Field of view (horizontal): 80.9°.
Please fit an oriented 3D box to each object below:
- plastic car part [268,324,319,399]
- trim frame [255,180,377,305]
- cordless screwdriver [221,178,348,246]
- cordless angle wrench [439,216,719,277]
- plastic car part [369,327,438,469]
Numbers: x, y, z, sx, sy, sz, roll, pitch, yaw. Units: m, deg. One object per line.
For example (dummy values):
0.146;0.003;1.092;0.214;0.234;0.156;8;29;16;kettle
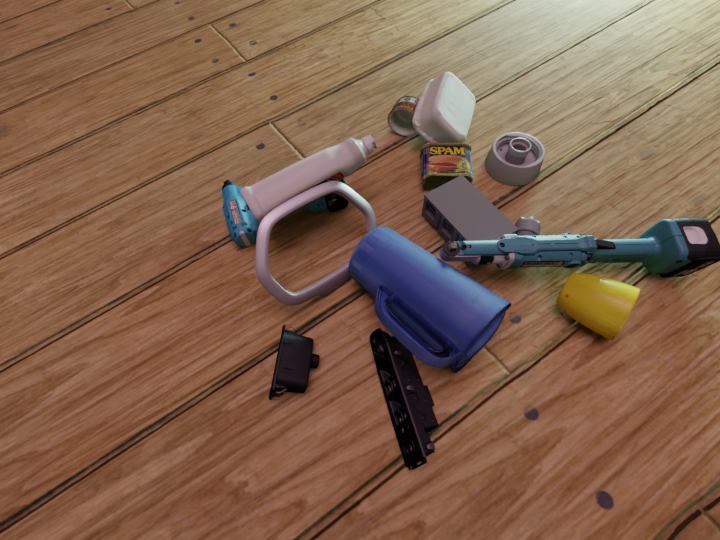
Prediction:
-0.102;0.146;0.674;0.070;0.065;0.119;14;56;-6;plastic car part
-0.071;-0.047;0.729;0.244;0.179;0.029;-34;18;-25;trim frame
-0.158;-0.158;0.855;0.248;0.071;0.166;-22;59;-3;cordless screwdriver
0.339;-0.033;0.685;0.422;0.096;0.076;-1;67;-2;cordless angle wrench
0.067;0.176;0.631;0.066;0.065;0.212;-13;58;-16;plastic car part
